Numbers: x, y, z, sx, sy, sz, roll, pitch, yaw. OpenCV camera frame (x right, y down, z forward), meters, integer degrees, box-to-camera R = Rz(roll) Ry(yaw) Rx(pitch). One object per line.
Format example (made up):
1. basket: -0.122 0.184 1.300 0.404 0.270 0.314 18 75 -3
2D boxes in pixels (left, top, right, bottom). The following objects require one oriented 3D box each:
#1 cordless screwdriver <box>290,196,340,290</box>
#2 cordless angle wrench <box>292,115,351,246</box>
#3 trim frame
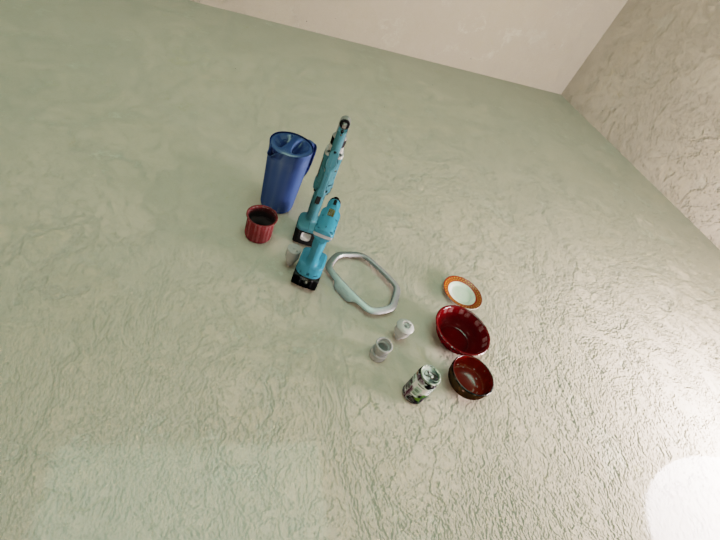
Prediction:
1. cordless screwdriver: -0.111 -0.073 1.135 0.074 0.246 0.162 21 44 -6
2. cordless angle wrench: -0.104 -0.242 1.178 0.073 0.419 0.100 18 44 -10
3. trim frame: 0.007 0.031 1.238 0.179 0.027 0.259 -26 61 -38
